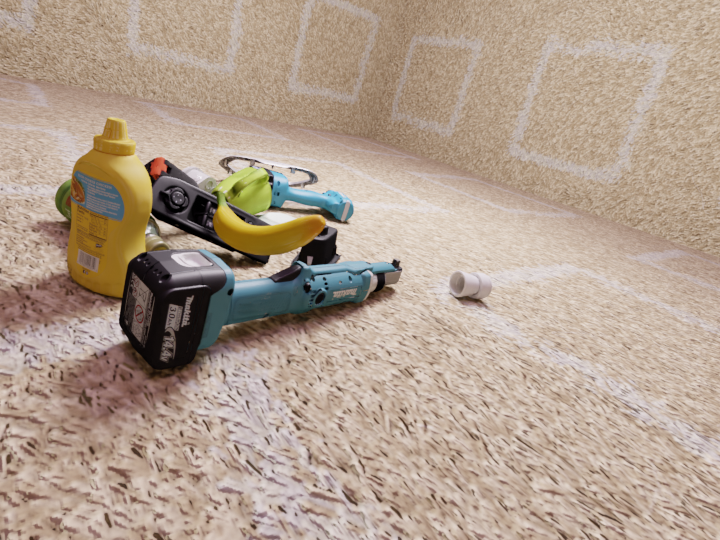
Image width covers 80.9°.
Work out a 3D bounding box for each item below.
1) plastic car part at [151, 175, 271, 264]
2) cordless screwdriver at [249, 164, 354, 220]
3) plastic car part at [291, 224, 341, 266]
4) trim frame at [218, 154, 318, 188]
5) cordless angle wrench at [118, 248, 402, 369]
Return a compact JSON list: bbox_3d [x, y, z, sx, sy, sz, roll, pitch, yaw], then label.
[{"bbox_3d":[-0.220,-0.072,0.618,0.070,0.067,0.191,-3,-23,42],"label":"plastic car part"},{"bbox_3d":[-0.148,-0.182,0.994,0.241,0.074,0.166,10,19,-20],"label":"cordless screwdriver"},{"bbox_3d":[-0.069,-0.045,0.701,0.067,0.070,0.116,17,18,7],"label":"plastic car part"},{"bbox_3d":[-0.226,-0.240,1.047,0.242,0.028,0.188,11,-8,-16],"label":"trim frame"},{"bbox_3d":[-0.069,0.021,0.529,0.078,0.097,0.404,30,22,34],"label":"cordless angle wrench"}]
